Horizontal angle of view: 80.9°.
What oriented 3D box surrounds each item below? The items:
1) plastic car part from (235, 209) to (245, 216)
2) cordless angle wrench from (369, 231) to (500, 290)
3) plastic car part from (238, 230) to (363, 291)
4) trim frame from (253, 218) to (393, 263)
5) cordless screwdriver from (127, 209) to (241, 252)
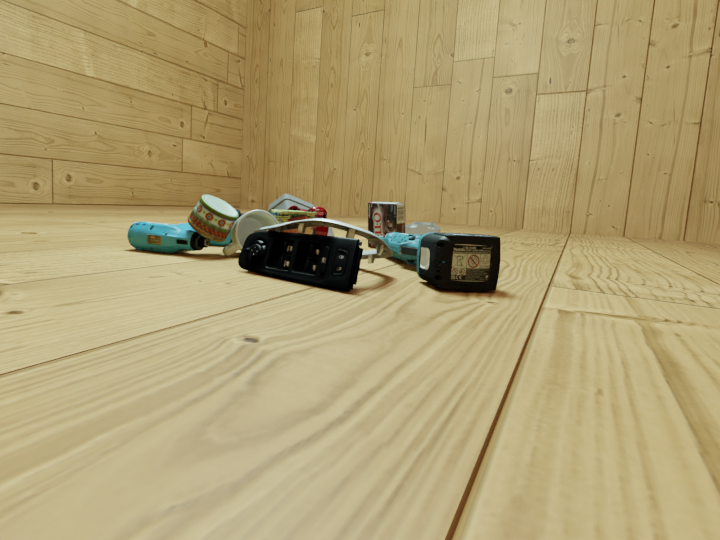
[{"bbox_3d":[-0.292,-0.109,0.997,0.122,0.068,0.065,6,35,28],"label":"plastic car part"},{"bbox_3d":[0.095,-0.038,0.756,0.096,0.074,0.433,2,7,-14],"label":"cordless angle wrench"},{"bbox_3d":[-0.082,-0.018,0.586,0.212,0.066,0.064,8,-1,30],"label":"plastic car part"},{"bbox_3d":[-0.064,-0.042,0.656,0.174,0.028,0.260,23,-13,-37],"label":"trim frame"},{"bbox_3d":[-0.317,-0.078,0.850,0.164,0.073,0.244,6,13,16],"label":"cordless screwdriver"}]
